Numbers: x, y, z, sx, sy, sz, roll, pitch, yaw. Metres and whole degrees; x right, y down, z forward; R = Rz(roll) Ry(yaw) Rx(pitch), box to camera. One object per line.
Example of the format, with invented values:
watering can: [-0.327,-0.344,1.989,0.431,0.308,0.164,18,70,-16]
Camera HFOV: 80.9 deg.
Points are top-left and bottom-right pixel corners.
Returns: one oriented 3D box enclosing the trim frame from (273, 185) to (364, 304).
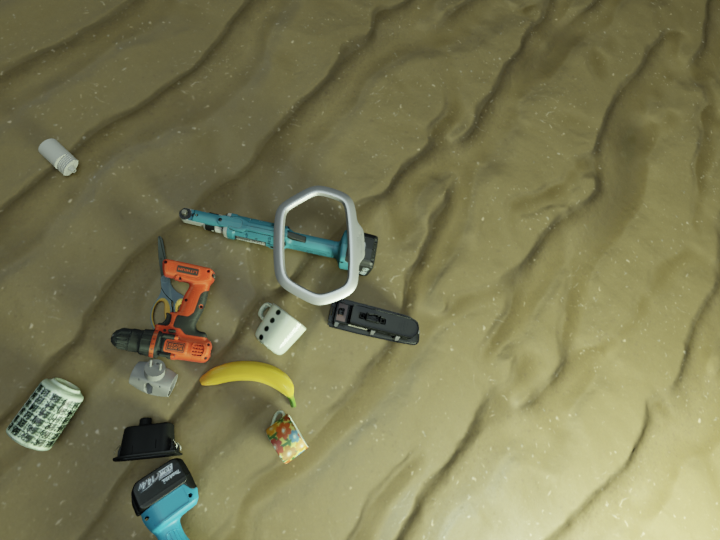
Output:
trim frame: [-0.083,-0.054,0.851,0.184,0.027,0.253,-3,73,0]

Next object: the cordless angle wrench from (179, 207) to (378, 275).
cordless angle wrench: [-0.179,-0.074,0.908,0.422,0.097,0.075,12,73,-1]

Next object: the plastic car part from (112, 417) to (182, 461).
plastic car part: [-0.389,0.308,0.775,0.115,0.065,0.073,0,60,-7]

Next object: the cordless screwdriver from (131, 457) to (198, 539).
cordless screwdriver: [-0.276,0.445,0.710,0.154,0.074,0.258,-19,64,-34]

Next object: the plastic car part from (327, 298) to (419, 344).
plastic car part: [0.038,0.106,0.898,0.200,0.067,0.067,16,66,-7]
